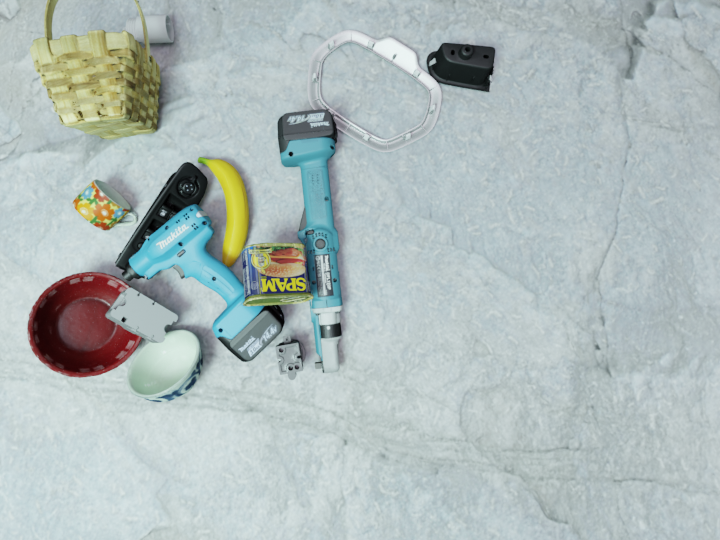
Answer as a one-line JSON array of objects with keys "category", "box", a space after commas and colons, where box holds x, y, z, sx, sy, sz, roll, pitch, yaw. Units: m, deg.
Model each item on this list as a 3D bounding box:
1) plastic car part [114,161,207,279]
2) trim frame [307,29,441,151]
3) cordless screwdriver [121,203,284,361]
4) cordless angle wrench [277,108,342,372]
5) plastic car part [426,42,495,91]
[{"category": "plastic car part", "box": [-0.327, -0.088, 0.705, 0.063, 0.071, 0.203, 34, 90, -36]}, {"category": "trim frame", "box": [0.022, -0.316, 0.736, 0.251, 0.027, 0.184, 34, 86, 5]}, {"category": "cordless screwdriver", "box": [-0.245, 0.036, 0.670, 0.159, 0.075, 0.246, -39, 96, 0]}, {"category": "cordless angle wrench", "box": [-0.068, -0.045, 0.697, 0.098, 0.074, 0.424, -6, 88, -2]}, {"category": "plastic car part", "box": [0.177, -0.354, 0.715, 0.116, 0.071, 0.066, 9, 86, -3]}]
